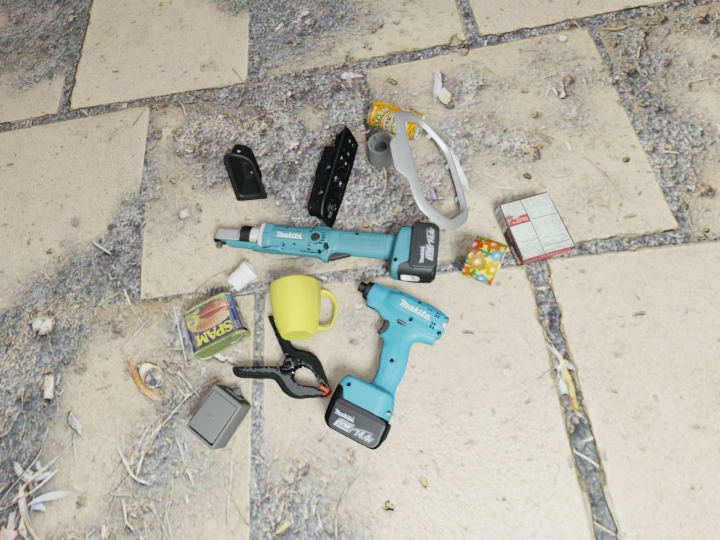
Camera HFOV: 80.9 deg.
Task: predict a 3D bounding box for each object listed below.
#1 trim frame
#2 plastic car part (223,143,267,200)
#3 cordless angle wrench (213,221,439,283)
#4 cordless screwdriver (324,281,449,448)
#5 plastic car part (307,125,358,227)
[{"bbox_3d":[0.124,-0.181,0.755,0.028,0.174,0.255,-29,60,41],"label":"trim frame"},{"bbox_3d":[-0.229,-0.205,0.849,0.067,0.112,0.073,-4,46,5],"label":"plastic car part"},{"bbox_3d":[-0.076,-0.050,0.779,0.434,0.071,0.099,6,70,14],"label":"cordless angle wrench"},{"bbox_3d":[0.020,0.143,0.685,0.165,0.072,0.249,26,72,17],"label":"cordless screwdriver"},{"bbox_3d":[-0.060,-0.183,0.830,0.069,0.063,0.205,3,70,19],"label":"plastic car part"}]
